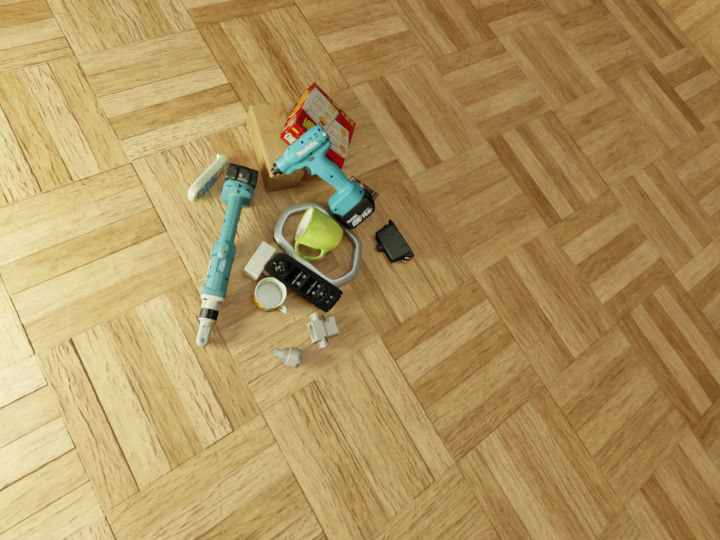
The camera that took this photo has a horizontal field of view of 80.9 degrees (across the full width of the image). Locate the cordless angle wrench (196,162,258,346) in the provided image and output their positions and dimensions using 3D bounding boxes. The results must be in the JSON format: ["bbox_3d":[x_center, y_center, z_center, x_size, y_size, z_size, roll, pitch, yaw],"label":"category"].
[{"bbox_3d":[-0.314,-0.039,0.968,0.072,0.099,0.429,13,71,-18],"label":"cordless angle wrench"}]

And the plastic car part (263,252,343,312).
[{"bbox_3d":[-0.136,0.016,0.987,0.193,0.070,0.066,35,105,-30],"label":"plastic car part"}]

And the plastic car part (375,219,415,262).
[{"bbox_3d":[0.079,-0.066,1.107,0.070,0.065,0.119,-32,79,-10],"label":"plastic car part"}]

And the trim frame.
[{"bbox_3d":[-0.105,-0.068,1.071,0.248,0.028,0.183,41,64,0],"label":"trim frame"}]

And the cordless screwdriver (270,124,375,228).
[{"bbox_3d":[-0.087,-0.205,1.014,0.161,0.076,0.240,-34,112,15],"label":"cordless screwdriver"}]
